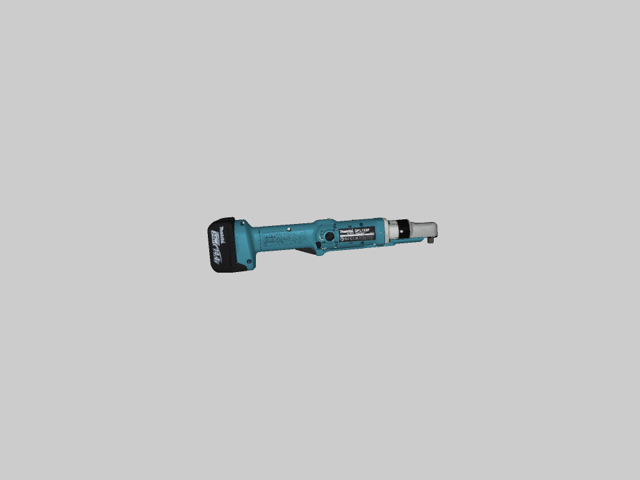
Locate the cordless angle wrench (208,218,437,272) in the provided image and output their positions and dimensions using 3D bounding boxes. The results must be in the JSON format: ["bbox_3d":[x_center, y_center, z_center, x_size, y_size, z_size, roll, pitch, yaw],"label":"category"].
[{"bbox_3d":[0.012,-0.006,0.788,0.423,0.098,0.074,-5,6,-6],"label":"cordless angle wrench"}]
